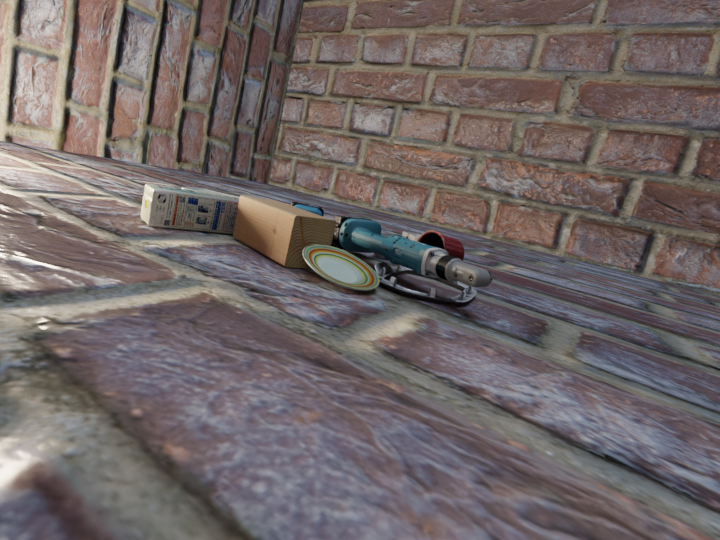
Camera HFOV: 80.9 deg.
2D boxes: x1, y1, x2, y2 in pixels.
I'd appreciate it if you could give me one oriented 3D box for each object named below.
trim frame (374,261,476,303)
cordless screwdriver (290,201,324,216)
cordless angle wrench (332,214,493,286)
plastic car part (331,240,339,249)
[{"bbox_3d":[0.117,0.019,0.786,0.192,0.027,0.240,16,13,24],"label":"trim frame"},{"bbox_3d":[-0.137,-0.115,1.062,0.161,0.073,0.248,13,15,4],"label":"cordless screwdriver"},{"bbox_3d":[0.074,-0.039,0.804,0.094,0.074,0.444,3,12,-30],"label":"cordless angle wrench"},{"bbox_3d":[-0.083,-0.054,0.849,0.067,0.066,0.122,40,-4,-32],"label":"plastic car part"}]
